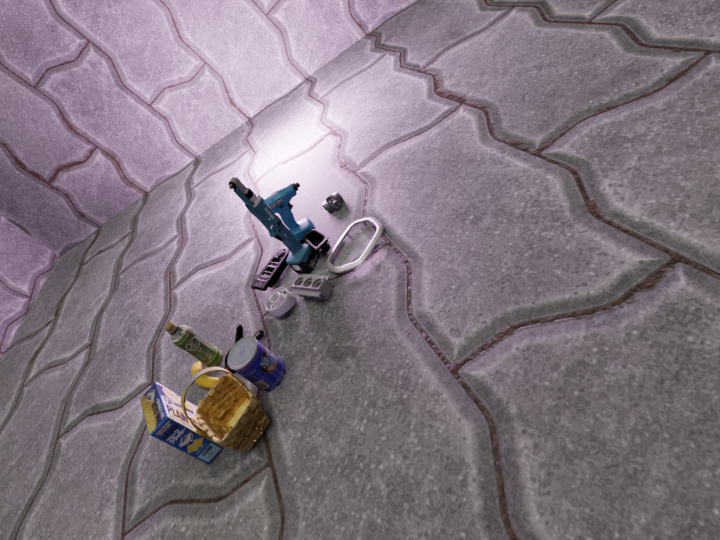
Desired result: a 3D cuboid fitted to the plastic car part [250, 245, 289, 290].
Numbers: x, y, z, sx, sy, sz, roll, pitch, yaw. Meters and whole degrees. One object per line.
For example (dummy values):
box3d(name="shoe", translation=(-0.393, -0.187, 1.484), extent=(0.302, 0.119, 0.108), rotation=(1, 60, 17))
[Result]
box3d(name="plastic car part", translation=(-0.310, -0.001, 1.535), extent=(0.069, 0.063, 0.204), rotation=(1, 53, 40))

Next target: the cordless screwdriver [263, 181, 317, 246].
box3d(name="cordless screwdriver", translation=(-0.230, -0.197, 1.521), extent=(0.160, 0.236, 0.078), rotation=(-32, 37, 9))

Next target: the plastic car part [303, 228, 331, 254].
box3d(name="plastic car part", translation=(-0.146, -0.095, 1.490), extent=(0.066, 0.067, 0.123), rotation=(-45, 38, -7))

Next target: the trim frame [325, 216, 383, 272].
box3d(name="trim frame", translation=(-0.021, -0.087, 1.413), extent=(0.194, 0.026, 0.249), rotation=(7, 57, 43))

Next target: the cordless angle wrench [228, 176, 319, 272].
box3d(name="cordless angle wrench", translation=(-0.285, -0.149, 1.386), extent=(0.078, 0.401, 0.098), rotation=(-4, 48, 38))
